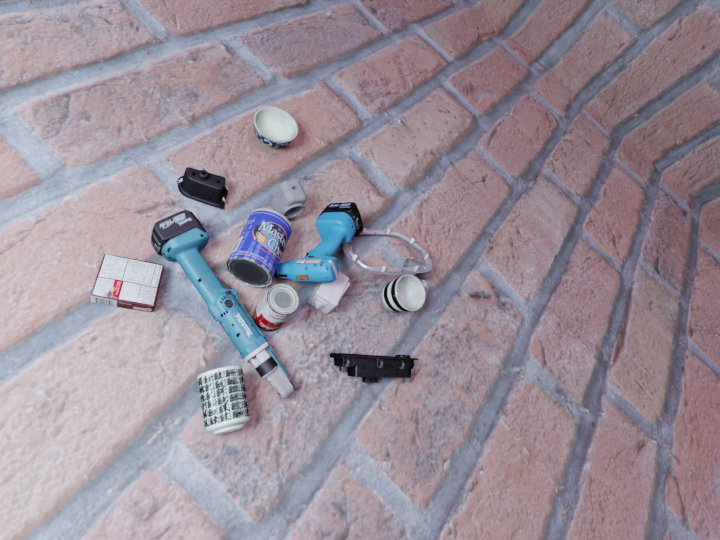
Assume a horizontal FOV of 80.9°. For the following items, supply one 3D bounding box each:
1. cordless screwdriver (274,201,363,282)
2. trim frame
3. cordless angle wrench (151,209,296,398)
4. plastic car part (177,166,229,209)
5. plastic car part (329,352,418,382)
[{"bbox_3d":[-0.096,-0.063,0.982,0.250,0.165,0.071,-63,142,-45],"label":"cordless screwdriver"},{"bbox_3d":[0.070,-0.049,1.068,0.239,0.027,0.193,0,42,-26],"label":"trim frame"},{"bbox_3d":[-0.267,0.072,0.841,0.095,0.075,0.429,-31,80,-37],"label":"cordless angle wrench"},{"bbox_3d":[-0.354,-0.197,0.960,0.112,0.072,0.068,18,54,-20],"label":"plastic car part"},{"bbox_3d":[0.037,0.206,0.908,0.195,0.067,0.068,3,71,-25],"label":"plastic car part"}]
